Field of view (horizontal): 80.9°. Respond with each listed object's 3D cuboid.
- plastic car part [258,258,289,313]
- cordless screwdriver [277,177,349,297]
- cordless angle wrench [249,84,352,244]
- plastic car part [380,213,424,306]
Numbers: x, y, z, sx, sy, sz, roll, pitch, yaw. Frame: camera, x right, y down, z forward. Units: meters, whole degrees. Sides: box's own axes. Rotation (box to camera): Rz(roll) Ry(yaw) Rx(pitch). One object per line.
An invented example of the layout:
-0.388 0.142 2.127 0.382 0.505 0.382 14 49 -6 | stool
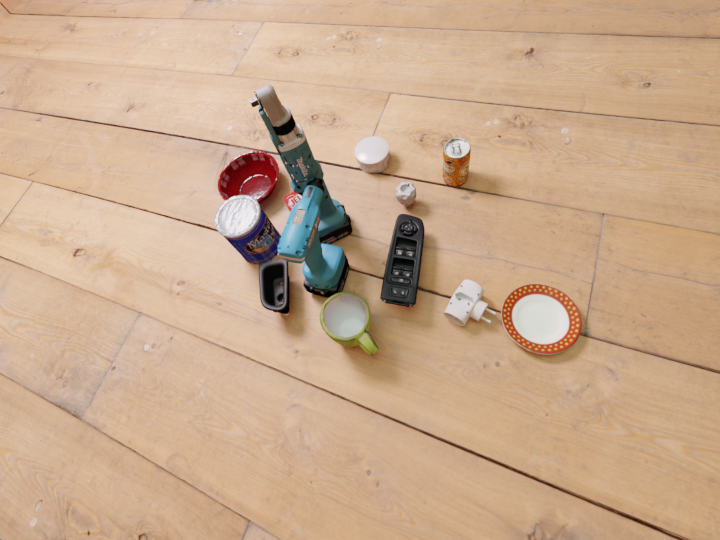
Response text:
-0.173 0.043 0.890 0.067 0.068 0.120 -12 62 7 | plastic car part
-0.080 -0.052 0.814 0.077 0.238 0.161 10 68 15 | cordless screwdriver
-0.102 -0.178 0.786 0.098 0.405 0.077 -25 63 -1 | cordless angle wrench
0.090 -0.019 0.851 0.068 0.064 0.206 4 66 15 | plastic car part
